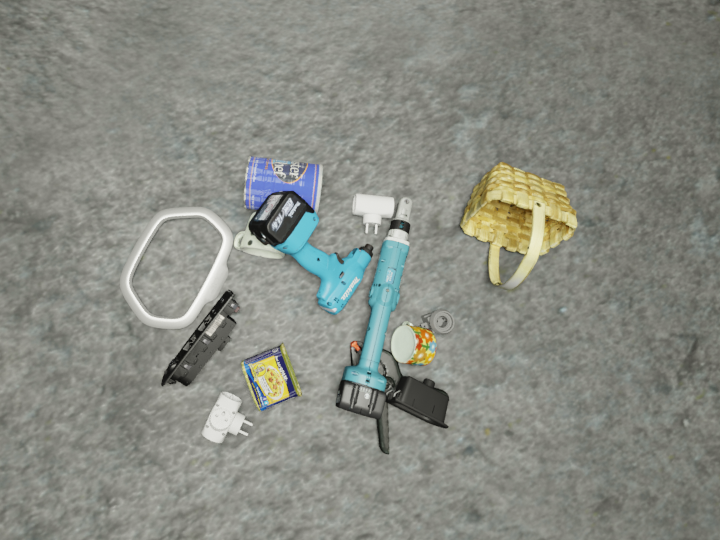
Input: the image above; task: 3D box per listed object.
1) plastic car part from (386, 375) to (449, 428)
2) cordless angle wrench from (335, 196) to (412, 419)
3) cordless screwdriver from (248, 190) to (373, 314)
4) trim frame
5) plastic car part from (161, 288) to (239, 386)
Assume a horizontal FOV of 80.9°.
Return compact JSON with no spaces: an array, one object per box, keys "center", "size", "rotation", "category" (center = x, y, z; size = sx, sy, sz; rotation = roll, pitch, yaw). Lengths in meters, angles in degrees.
[{"center":[0.110,0.231,0.772],"size":[0.115,0.066,0.071],"rotation":[25,69,-7],"category":"plastic car part"},{"center":[0.043,0.049,0.793],"size":[0.074,0.097,0.427],"rotation":[15,71,-2],"category":"cordless angle wrench"},{"center":[-0.076,-0.050,0.780],"size":[0.237,0.078,0.159],"rotation":[48,66,-30],"category":"cordless screwdriver"},{"center":[-0.351,-0.009,0.816],"size":[0.184,0.027,0.249],"rotation":[24,79,-1],"category":"trim frame"},{"center":[-0.290,0.133,0.787],"size":[0.202,0.069,0.064],"rotation":[-50,118,-11],"category":"plastic car part"}]
